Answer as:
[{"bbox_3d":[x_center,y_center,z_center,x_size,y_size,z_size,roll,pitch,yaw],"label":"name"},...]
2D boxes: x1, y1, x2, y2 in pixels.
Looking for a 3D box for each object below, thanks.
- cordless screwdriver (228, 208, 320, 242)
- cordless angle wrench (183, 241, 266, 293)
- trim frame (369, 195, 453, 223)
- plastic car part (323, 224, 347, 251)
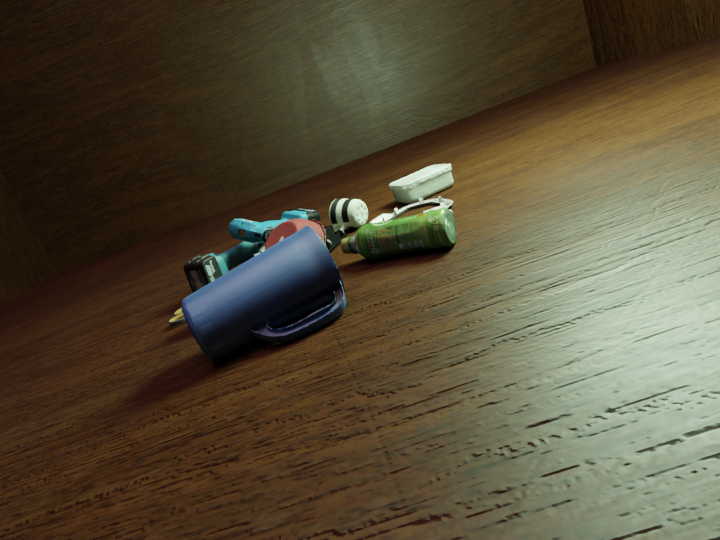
[{"bbox_3d":[-0.202,-0.112,1.111,0.168,0.073,0.239,14,20,40],"label":"cordless screwdriver"},{"bbox_3d":[-0.296,-0.061,1.164,0.077,0.096,0.416,-7,20,30],"label":"cordless angle wrench"},{"bbox_3d":[0.106,-0.125,0.995,0.193,0.027,0.243,0,30,49],"label":"trim frame"},{"bbox_3d":[-0.098,-0.064,1.002,0.069,0.065,0.202,-5,26,24],"label":"plastic car part"}]
